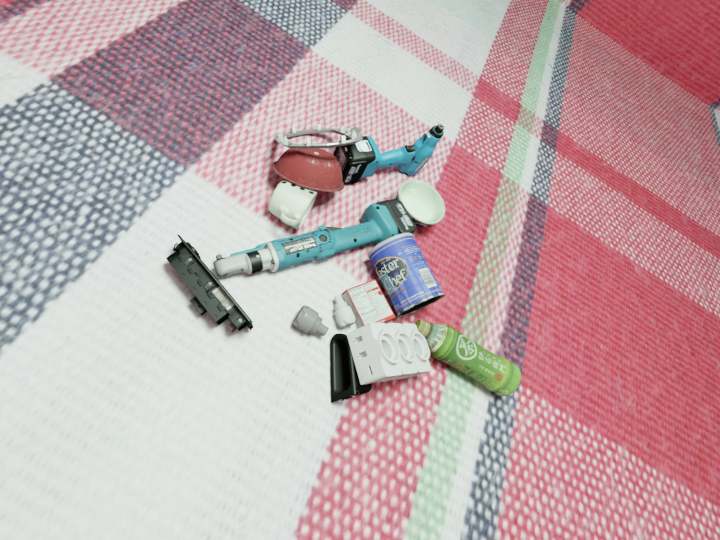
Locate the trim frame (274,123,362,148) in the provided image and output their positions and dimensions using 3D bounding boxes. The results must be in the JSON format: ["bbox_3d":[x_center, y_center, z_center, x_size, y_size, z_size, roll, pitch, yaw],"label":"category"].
[{"bbox_3d":[-0.091,-0.292,0.913,0.181,0.027,0.259,-9,24,-12],"label":"trim frame"}]

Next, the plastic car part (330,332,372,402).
[{"bbox_3d":[-0.011,0.172,0.748,0.067,0.067,0.120,22,50,-32],"label":"plastic car part"}]

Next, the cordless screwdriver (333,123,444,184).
[{"bbox_3d":[0.068,-0.276,0.980,0.240,0.160,0.076,-11,70,-27],"label":"cordless screwdriver"}]

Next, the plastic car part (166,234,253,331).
[{"bbox_3d":[-0.264,0.030,0.722,0.066,0.065,0.207,-36,80,-10],"label":"plastic car part"}]

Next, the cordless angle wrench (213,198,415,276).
[{"bbox_3d":[-0.082,-0.054,0.841,0.410,0.074,0.101,-18,71,-28],"label":"cordless angle wrench"}]
